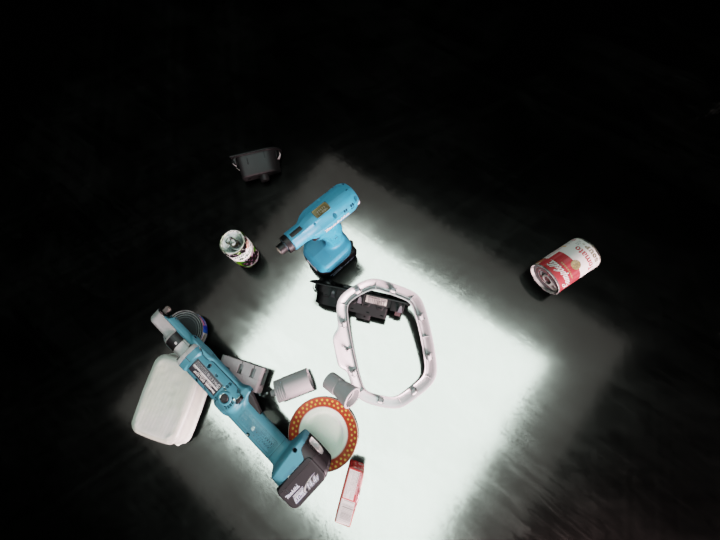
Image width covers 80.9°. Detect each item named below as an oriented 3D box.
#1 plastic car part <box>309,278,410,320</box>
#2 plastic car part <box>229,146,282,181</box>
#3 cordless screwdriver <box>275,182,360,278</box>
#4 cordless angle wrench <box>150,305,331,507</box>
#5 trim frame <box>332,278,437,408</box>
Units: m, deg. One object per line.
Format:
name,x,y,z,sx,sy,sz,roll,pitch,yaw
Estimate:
plastic car part,-0.006,0.059,0.851,0.207,0.065,0.066,16,101,10
plastic car part,-0.235,-0.239,0.979,0.116,0.066,0.071,-11,88,-1
cordless screwdriver,-0.078,-0.051,0.793,0.158,0.243,0.076,-40,77,-13
cordless angle wrench,-0.234,0.225,0.765,0.431,0.073,0.098,42,91,10
trim frame,0.042,0.138,0.795,0.188,0.027,0.248,-11,91,13
